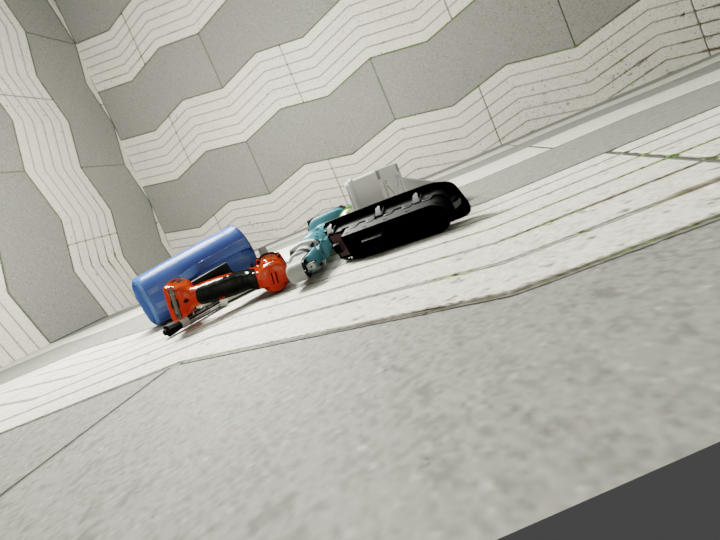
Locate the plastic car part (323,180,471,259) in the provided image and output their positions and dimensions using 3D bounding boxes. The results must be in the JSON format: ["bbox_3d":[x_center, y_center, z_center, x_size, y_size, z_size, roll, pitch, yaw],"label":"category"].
[{"bbox_3d":[0.039,-0.060,0.561,0.209,0.065,0.067,-19,18,27],"label":"plastic car part"}]

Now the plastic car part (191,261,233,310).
[{"bbox_3d":[-0.294,0.046,0.806,0.114,0.067,0.072,-33,-4,-33],"label":"plastic car part"}]

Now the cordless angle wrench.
[{"bbox_3d":[-0.073,-0.048,0.745,0.099,0.073,0.424,-23,12,9],"label":"cordless angle wrench"}]
